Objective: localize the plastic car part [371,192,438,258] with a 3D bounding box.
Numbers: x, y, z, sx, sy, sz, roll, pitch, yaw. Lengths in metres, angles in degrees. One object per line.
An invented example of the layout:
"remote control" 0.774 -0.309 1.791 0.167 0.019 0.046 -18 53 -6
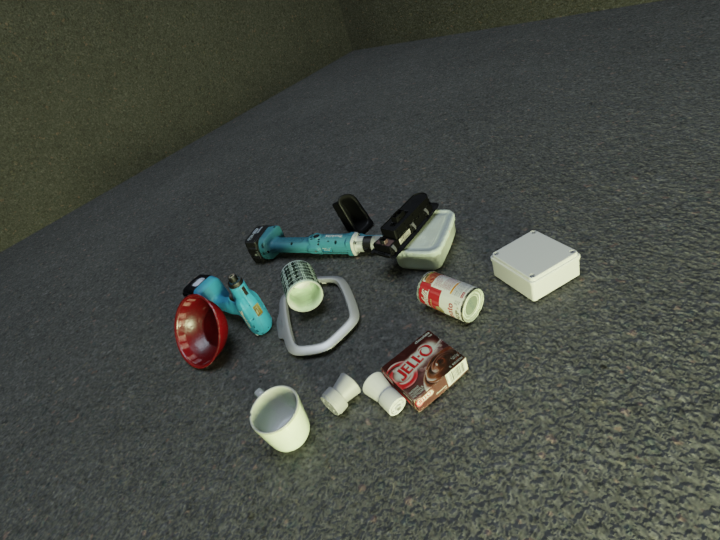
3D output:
"plastic car part" 0.099 -0.111 0.947 0.070 0.064 0.200 9 43 47

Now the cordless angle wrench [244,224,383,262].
"cordless angle wrench" -0.108 -0.071 1.106 0.441 0.071 0.098 2 41 28

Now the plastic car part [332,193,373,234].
"plastic car part" -0.032 -0.151 1.140 0.065 0.114 0.073 -42 14 -29

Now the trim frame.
"trim frame" -0.100 0.091 0.924 0.184 0.026 0.260 -23 37 -1

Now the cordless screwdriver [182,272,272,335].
"cordless screwdriver" -0.321 0.057 0.982 0.262 0.152 0.074 9 44 40
